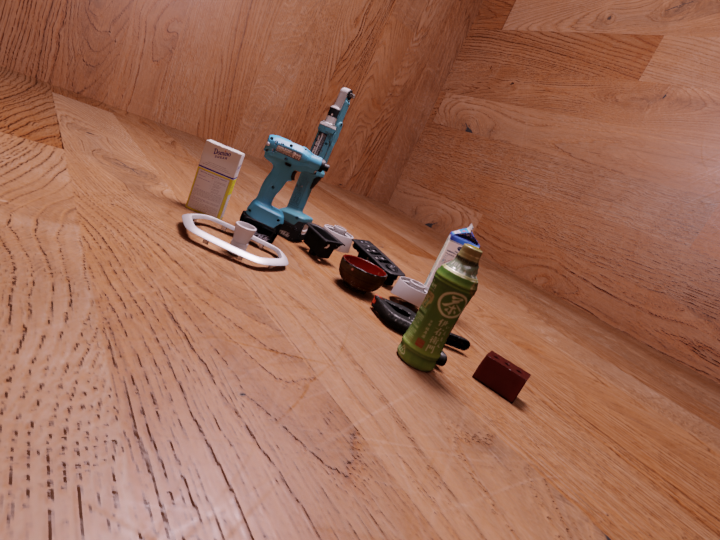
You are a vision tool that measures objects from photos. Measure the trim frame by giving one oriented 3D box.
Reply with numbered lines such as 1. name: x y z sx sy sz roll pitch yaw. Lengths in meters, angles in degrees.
1. trim frame: -0.268 -0.064 0.907 0.248 0.027 0.185 23 14 -2

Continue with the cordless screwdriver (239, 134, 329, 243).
1. cordless screwdriver: -0.188 -0.184 1.020 0.155 0.248 0.077 21 14 -16

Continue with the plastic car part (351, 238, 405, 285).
1. plastic car part: 0.041 -0.021 1.164 0.063 0.067 0.215 14 17 -38

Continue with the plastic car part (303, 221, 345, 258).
1. plastic car part: -0.107 -0.070 1.099 0.062 0.070 0.123 12 18 -43

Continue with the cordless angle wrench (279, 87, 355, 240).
1. cordless angle wrench: -0.122 -0.284 1.135 0.102 0.421 0.072 30 14 19
